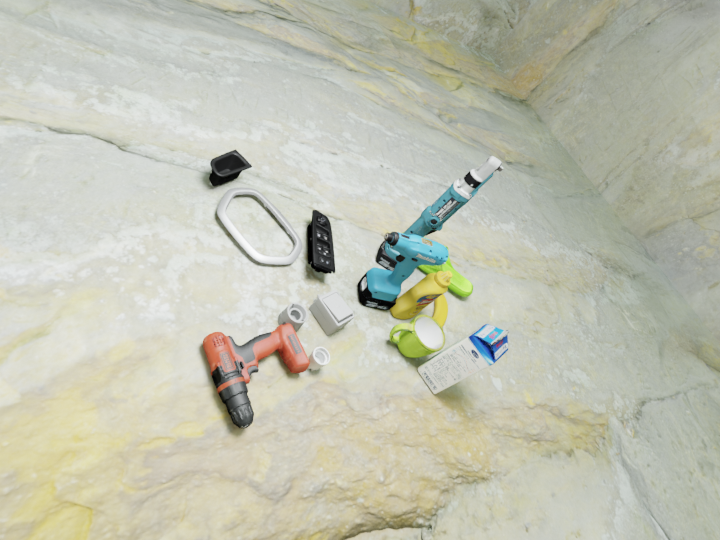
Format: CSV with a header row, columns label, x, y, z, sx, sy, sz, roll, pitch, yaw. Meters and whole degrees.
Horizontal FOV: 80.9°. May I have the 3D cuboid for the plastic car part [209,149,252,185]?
label,x,y,z,sx,sy,sz,roll,pitch,yaw
plastic car part,-0.346,-0.251,1.078,0.066,0.071,0.115,44,43,2

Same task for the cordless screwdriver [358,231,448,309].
label,x,y,z,sx,sy,sz,roll,pitch,yaw
cordless screwdriver,0.072,-0.002,1.018,0.153,0.251,0.077,19,48,-24

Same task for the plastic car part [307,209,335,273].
label,x,y,z,sx,sy,sz,roll,pitch,yaw
plastic car part,-0.106,-0.070,1.089,0.064,0.067,0.210,17,47,-25

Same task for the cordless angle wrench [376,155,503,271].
label,x,y,z,sx,sy,sz,roll,pitch,yaw
cordless angle wrench,0.192,-0.138,1.085,0.096,0.426,0.075,35,43,-10

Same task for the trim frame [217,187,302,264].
label,x,y,z,sx,sy,sz,roll,pitch,yaw
trim frame,-0.249,-0.112,1.058,0.253,0.028,0.180,46,43,8
